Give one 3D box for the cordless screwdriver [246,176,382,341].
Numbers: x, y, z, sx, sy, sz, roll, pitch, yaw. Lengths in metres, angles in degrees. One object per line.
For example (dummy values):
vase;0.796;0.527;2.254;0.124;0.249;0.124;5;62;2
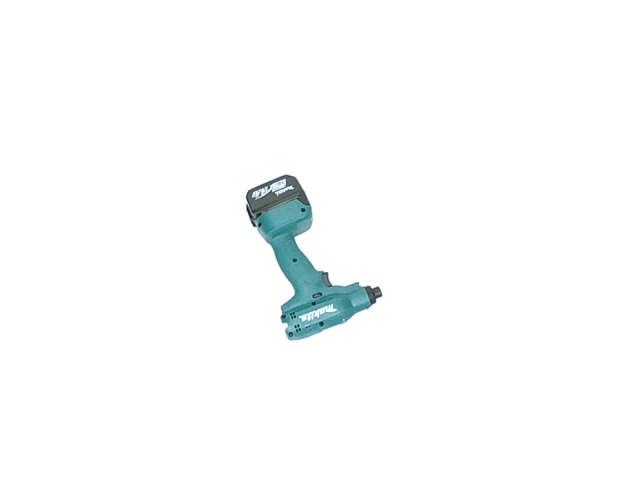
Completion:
cordless screwdriver;-0.017;0.019;0.675;0.159;0.248;0.074;-20;-16;-8
